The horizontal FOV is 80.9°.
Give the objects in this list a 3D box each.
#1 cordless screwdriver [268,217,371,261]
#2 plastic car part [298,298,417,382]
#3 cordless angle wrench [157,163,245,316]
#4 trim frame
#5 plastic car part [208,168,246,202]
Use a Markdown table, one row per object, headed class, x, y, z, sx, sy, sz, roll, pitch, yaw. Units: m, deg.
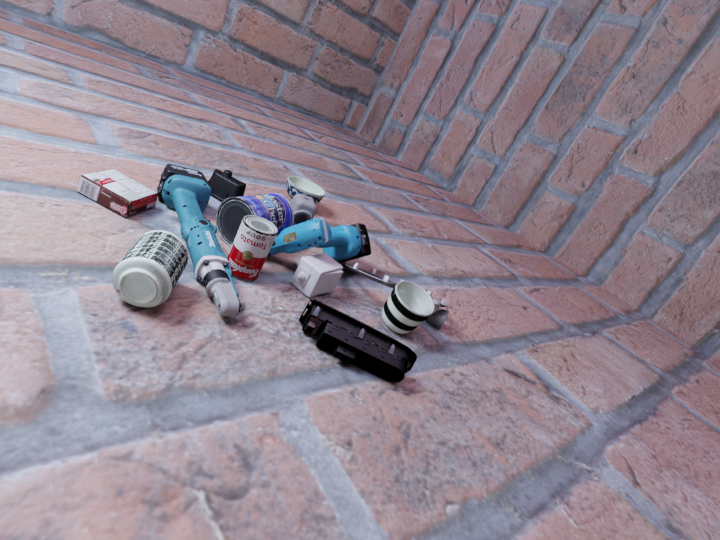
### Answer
| class | x | y | z | sx | sy | sz | roll | pitch | yaw |
| --- | --- | --- | --- | --- | --- | --- | --- | --- | --- |
| cordless screwdriver | -0.090 | -0.059 | 0.921 | 0.238 | 0.164 | 0.075 | 2 | 75 | -61 |
| plastic car part | -0.003 | 0.120 | 0.675 | 0.201 | 0.066 | 0.068 | 24 | 32 | -5 |
| cordless angle wrench | -0.293 | -0.066 | 0.771 | 0.093 | 0.074 | 0.447 | 8 | 30 | -38 |
| trim frame | 0.081 | 0.029 | 0.940 | 0.245 | 0.027 | 0.187 | 23 | 3 | -9 |
| plastic car part | -0.330 | -0.210 | 1.040 | 0.118 | 0.071 | 0.065 | 32 | 21 | 6 |
